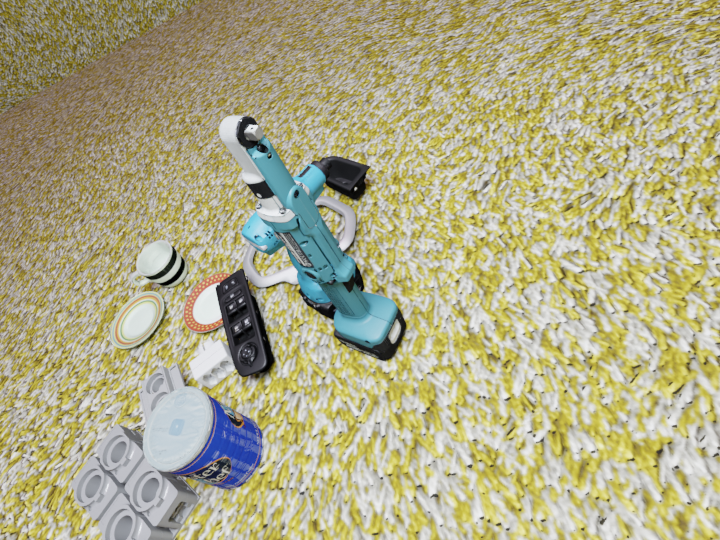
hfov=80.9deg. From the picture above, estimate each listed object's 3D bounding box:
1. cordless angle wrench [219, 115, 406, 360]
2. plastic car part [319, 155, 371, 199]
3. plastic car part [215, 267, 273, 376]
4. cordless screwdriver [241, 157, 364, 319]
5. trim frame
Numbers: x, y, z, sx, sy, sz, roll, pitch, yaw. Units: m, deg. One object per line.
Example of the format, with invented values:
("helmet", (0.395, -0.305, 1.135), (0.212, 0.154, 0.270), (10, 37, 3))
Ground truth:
("cordless angle wrench", (-0.045, -0.014, 0.509), (0.103, 0.401, 0.074), (15, 63, 32))
("plastic car part", (-0.034, -0.181, 0.850), (0.123, 0.067, 0.066), (28, 71, 38))
("plastic car part", (-0.197, 0.096, 0.728), (0.066, 0.063, 0.213), (-30, 49, 2))
("cordless screwdriver", (-0.063, -0.041, 0.649), (0.079, 0.236, 0.158), (28, 70, 37))
("trim frame", (-0.123, -0.057, 0.830), (0.251, 0.026, 0.192), (-25, 49, 8))
